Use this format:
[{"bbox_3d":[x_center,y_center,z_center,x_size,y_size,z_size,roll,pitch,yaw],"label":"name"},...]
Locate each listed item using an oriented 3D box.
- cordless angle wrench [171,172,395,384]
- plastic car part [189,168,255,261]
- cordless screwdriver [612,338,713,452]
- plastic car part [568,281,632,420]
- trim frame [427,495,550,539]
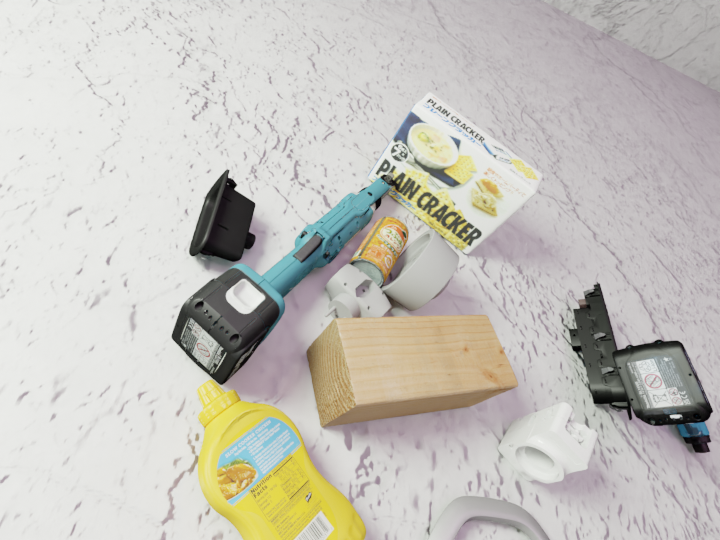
[{"bbox_3d":[-0.054,-0.035,0.548,0.075,0.098,0.418,40,44,2],"label":"cordless angle wrench"},{"bbox_3d":[-0.164,-0.055,0.526,0.067,0.067,0.120,23,50,-31],"label":"plastic car part"},{"bbox_3d":[0.429,0.175,0.577,0.235,0.076,0.163,16,57,-49],"label":"cordless screwdriver"},{"bbox_3d":[0.358,0.117,0.637,0.069,0.063,0.208,-9,47,18],"label":"plastic car part"},{"bbox_3d":[0.152,0.345,0.391,0.177,0.027,0.257,-12,63,-34],"label":"trim frame"}]
